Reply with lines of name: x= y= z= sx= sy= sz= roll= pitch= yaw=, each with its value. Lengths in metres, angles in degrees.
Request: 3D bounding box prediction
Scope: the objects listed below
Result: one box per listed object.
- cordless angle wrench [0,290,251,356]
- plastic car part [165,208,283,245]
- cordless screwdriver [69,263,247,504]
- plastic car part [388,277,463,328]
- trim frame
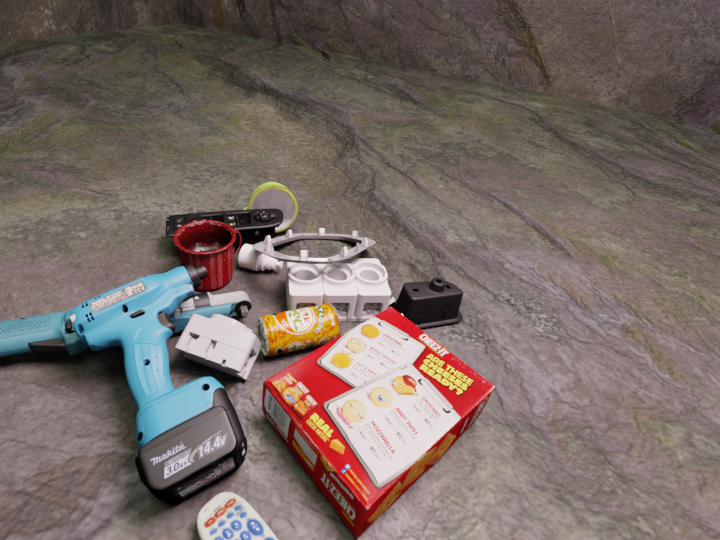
cordless angle wrench: x=-0.350 y=0.073 z=0.543 sx=0.409 sy=0.073 sz=0.103 roll=-9 pitch=40 yaw=-24
plastic car part: x=-0.233 y=-0.070 z=0.747 sx=0.200 sy=0.065 sz=0.069 roll=-11 pitch=32 yaw=-12
cordless screwdriver: x=-0.200 y=0.101 z=0.466 sx=0.156 sy=0.072 sz=0.261 roll=-28 pitch=59 yaw=-26
plastic car part: x=0.105 y=0.044 z=0.648 sx=0.114 sy=0.069 sz=0.069 roll=-7 pitch=40 yaw=-14
trim frame: x=-0.070 y=-0.046 z=0.715 sx=0.191 sy=0.027 sz=0.242 roll=9 pitch=14 yaw=21
